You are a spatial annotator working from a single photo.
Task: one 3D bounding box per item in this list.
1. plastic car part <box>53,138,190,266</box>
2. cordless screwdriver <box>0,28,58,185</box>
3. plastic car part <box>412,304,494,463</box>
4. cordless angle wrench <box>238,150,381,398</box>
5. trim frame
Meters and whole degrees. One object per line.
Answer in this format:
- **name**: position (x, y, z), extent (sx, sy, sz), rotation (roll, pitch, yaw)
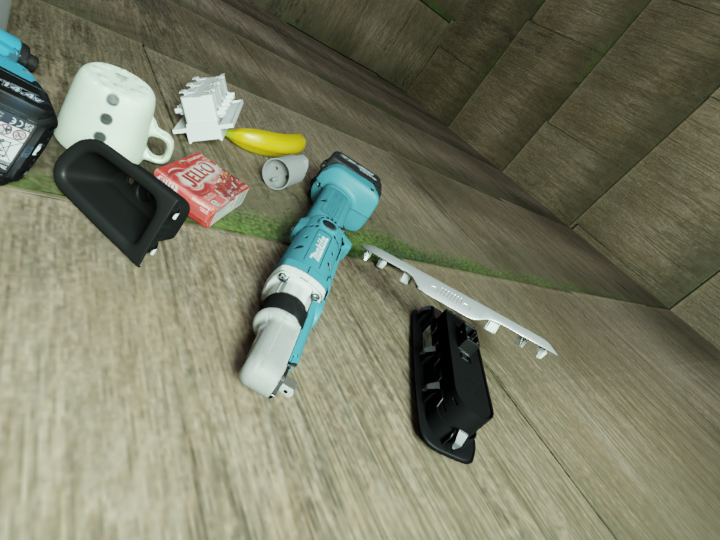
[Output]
- **plastic car part**: position (-0.196, -0.065, 0.369), extent (0.120, 0.066, 0.069), rotation (39, 11, 13)
- **cordless screwdriver**: position (-0.331, -0.173, 0.363), extent (0.260, 0.074, 0.152), rotation (46, 11, 24)
- **plastic car part**: position (0.094, 0.097, 0.425), extent (0.065, 0.067, 0.205), rotation (38, 28, -11)
- **cordless angle wrench**: position (-0.045, -0.030, 0.465), extent (0.097, 0.074, 0.428), rotation (31, 29, -9)
- **trim frame**: position (0.104, 0.032, 0.496), extent (0.256, 0.027, 0.179), rotation (32, 2, 15)
